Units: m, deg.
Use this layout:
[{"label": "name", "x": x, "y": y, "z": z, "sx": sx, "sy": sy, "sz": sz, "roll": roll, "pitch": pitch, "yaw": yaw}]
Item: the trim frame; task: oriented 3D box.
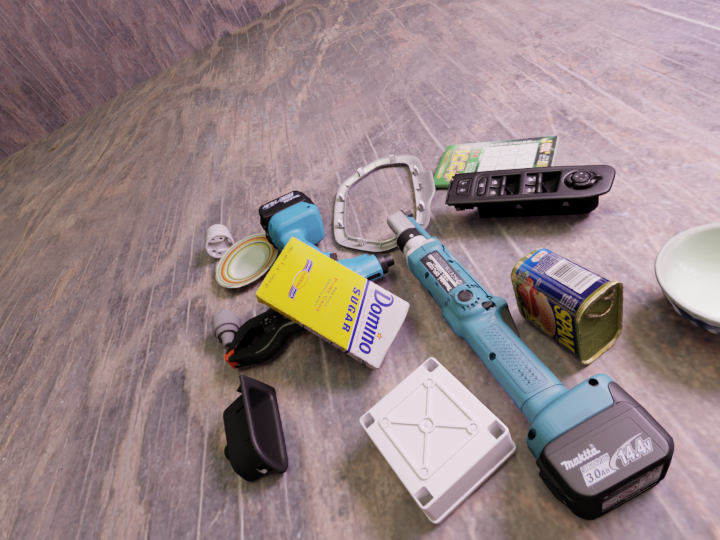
[{"label": "trim frame", "x": 0.038, "y": -0.127, "z": 0.742, "sx": 0.189, "sy": 0.026, "sz": 0.255, "roll": -14, "pitch": 44, "yaw": 17}]

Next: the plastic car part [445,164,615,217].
[{"label": "plastic car part", "x": 0.227, "y": -0.102, "z": 0.578, "sx": 0.212, "sy": 0.064, "sz": 0.066, "roll": -1, "pitch": 43, "yaw": 33}]

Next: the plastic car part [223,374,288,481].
[{"label": "plastic car part", "x": -0.139, "y": 0.203, "z": 0.524, "sx": 0.071, "sy": 0.062, "sz": 0.122, "roll": -38, "pitch": 44, "yaw": 15}]

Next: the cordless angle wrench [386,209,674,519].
[{"label": "cordless angle wrench", "x": 0.130, "y": 0.045, "z": 0.494, "sx": 0.098, "sy": 0.070, "sz": 0.445, "roll": -32, "pitch": 43, "yaw": -1}]

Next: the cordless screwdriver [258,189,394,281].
[{"label": "cordless screwdriver", "x": -0.066, "y": -0.043, "z": 0.676, "sx": 0.158, "sy": 0.071, "sz": 0.262, "roll": -25, "pitch": 42, "yaw": -8}]
